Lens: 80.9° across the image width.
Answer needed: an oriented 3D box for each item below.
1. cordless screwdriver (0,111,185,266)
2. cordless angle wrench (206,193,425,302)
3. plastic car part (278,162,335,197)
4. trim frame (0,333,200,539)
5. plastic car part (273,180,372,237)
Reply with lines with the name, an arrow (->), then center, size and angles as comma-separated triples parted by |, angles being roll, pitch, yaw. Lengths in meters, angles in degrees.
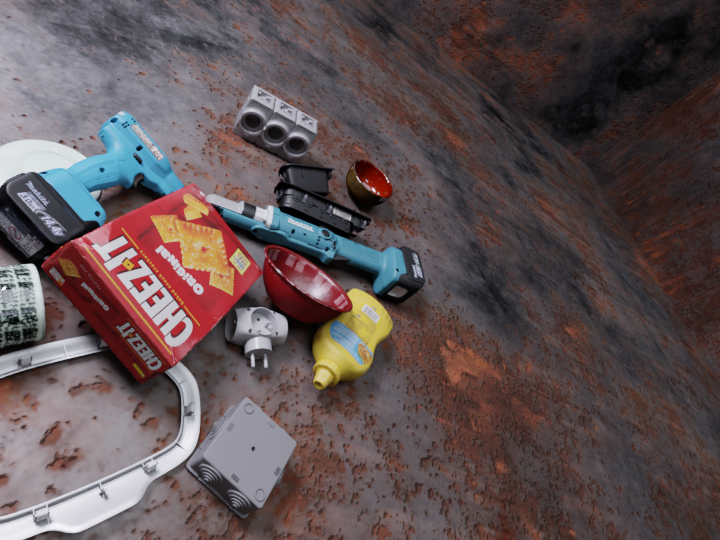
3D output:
cordless screwdriver -> -0.335, -0.099, 0.561 | 0.153, 0.076, 0.252 | 52, 32, -25
cordless angle wrench -> -0.074, -0.048, 0.756 | 0.406, 0.075, 0.101 | 20, 44, -24
plastic car part -> -0.109, -0.170, 0.849 | 0.111, 0.068, 0.072 | -5, 75, -40
trim frame -> -0.278, 0.152, 0.425 | 0.237, 0.028, 0.190 | -7, 61, -47
plastic car part -> -0.080, -0.106, 0.814 | 0.195, 0.068, 0.068 | 26, 68, -23
